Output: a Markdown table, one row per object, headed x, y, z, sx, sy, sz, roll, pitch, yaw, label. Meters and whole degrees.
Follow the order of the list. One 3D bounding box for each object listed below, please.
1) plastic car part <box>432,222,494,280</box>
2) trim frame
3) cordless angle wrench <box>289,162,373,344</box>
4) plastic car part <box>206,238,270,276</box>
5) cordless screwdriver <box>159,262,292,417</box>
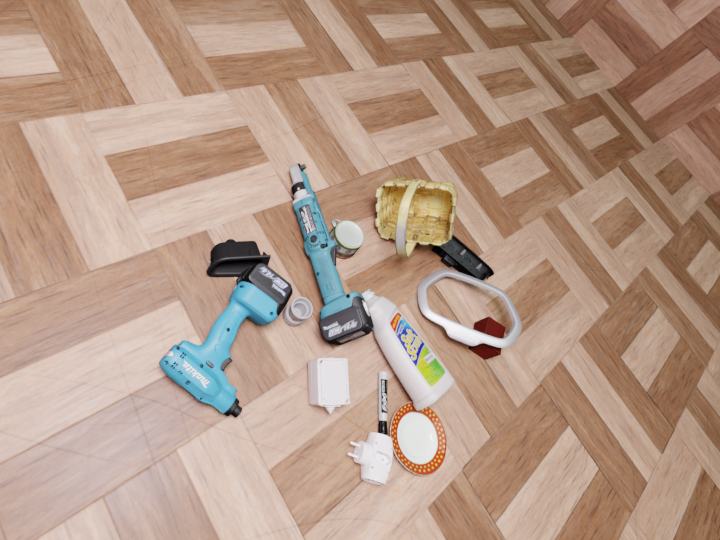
| x | y | z | sx | sy | sz | roll | pitch | yaw | label |
| --- | --- | --- | --- | --- | --- | --- | --- | --- | --- |
| 0.249 | -0.034 | 1.070 | 0.201 | 0.067 | 0.067 | 36 | 64 | -5 | plastic car part |
| 0.252 | 0.086 | 0.986 | 0.252 | 0.027 | 0.185 | 21 | 51 | 6 | trim frame |
| -0.088 | -0.058 | 0.902 | 0.099 | 0.071 | 0.438 | -25 | 65 | 10 | cordless angle wrench |
| -0.244 | -0.030 | 0.832 | 0.112 | 0.065 | 0.074 | 1 | 50 | -23 | plastic car part |
| -0.211 | 0.117 | 0.749 | 0.156 | 0.076 | 0.248 | 43 | 59 | -13 | cordless screwdriver |
